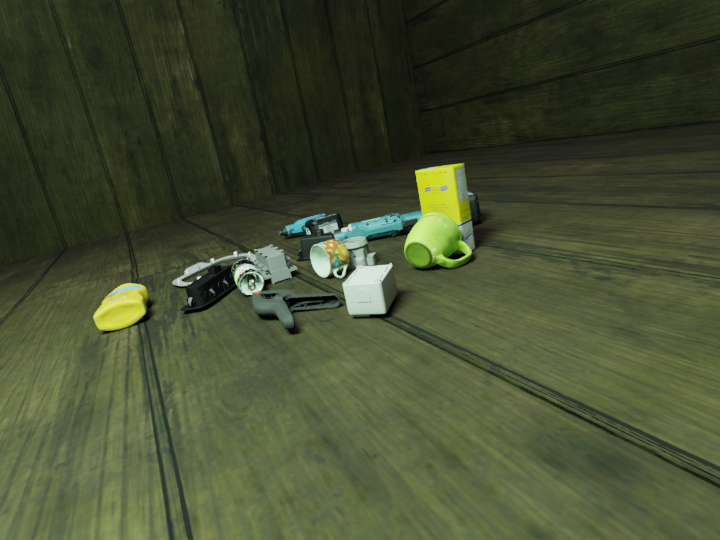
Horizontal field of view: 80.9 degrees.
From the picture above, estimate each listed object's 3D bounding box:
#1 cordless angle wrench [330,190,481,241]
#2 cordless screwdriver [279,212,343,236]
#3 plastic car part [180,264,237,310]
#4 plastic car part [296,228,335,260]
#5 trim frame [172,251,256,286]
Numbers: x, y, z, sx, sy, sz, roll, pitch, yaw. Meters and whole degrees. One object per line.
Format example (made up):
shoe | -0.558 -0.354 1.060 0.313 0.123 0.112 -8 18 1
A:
cordless angle wrench | 0.083 -0.118 1.089 0.428 0.073 0.099 -12 16 9
cordless screwdriver | -0.149 -0.123 1.254 0.156 0.073 0.257 -17 14 -15
plastic car part | -0.319 0.029 0.923 0.068 0.065 0.203 -1 22 13
plastic car part | -0.103 -0.067 1.051 0.120 0.069 0.065 -8 17 25
trim frame | -0.386 -0.008 1.133 0.192 0.027 0.244 -3 22 31
